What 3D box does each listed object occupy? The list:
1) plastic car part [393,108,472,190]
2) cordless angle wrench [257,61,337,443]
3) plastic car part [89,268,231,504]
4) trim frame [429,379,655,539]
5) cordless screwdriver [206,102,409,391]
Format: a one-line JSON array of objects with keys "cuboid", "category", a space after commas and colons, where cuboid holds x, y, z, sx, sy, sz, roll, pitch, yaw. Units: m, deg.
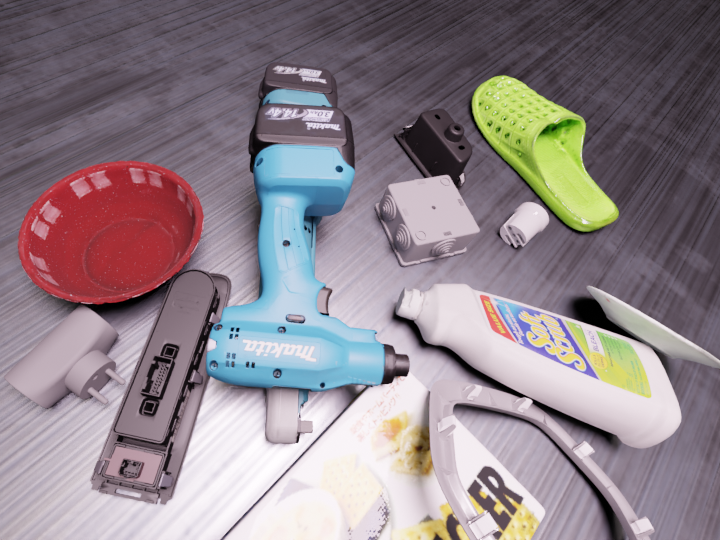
[{"cuboid": [0.107, -0.165, 0.551, 0.064, 0.070, 0.121, -20, 64, -21], "category": "plastic car part"}, {"cuboid": [-0.075, -0.048, 0.453, 0.096, 0.073, 0.434, 3, 62, -10], "category": "cordless angle wrench"}, {"cuboid": [-0.167, 0.080, 0.367, 0.066, 0.065, 0.207, 9, 57, 0], "category": "plastic car part"}, {"cuboid": [0.146, 0.168, 0.323, 0.236, 0.028, 0.192, 23, 29, -31], "category": "trim frame"}, {"cuboid": [-0.037, -0.024, 0.375, 0.158, 0.073, 0.254, 5, 68, -6], "category": "cordless screwdriver"}]
